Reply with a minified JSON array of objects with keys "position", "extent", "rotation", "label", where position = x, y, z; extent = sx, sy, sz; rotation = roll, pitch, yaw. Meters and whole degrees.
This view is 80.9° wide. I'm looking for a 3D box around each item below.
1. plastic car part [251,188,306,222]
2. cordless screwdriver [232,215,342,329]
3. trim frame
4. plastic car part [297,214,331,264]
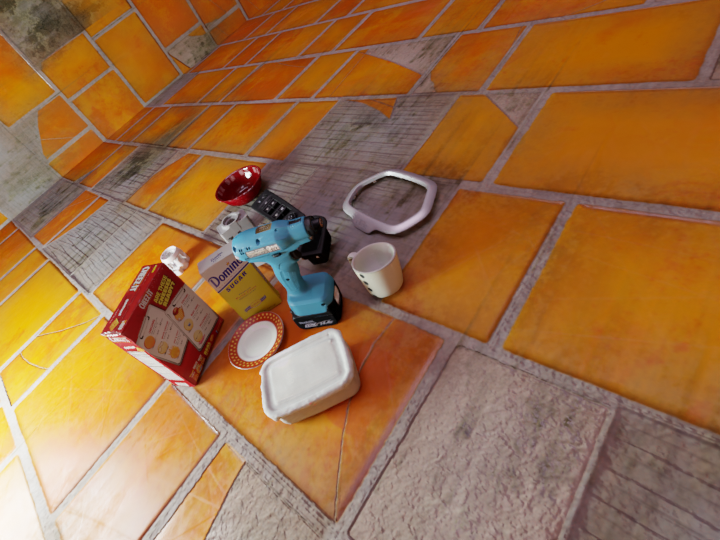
[{"position":[-0.202,-0.140,1.080],"extent":[0.066,0.063,0.215],"rotation":[-45,43,-13],"label":"plastic car part"},{"position":[-0.098,0.003,0.756],"extent":[0.163,0.236,0.076],"rotation":[-15,44,19],"label":"cordless screwdriver"},{"position":[0.061,-0.159,0.962],"extent":[0.183,0.026,0.263],"rotation":[-44,43,-11],"label":"trim frame"},{"position":[-0.091,-0.060,0.935],"extent":[0.068,0.067,0.119],"rotation":[-10,47,24],"label":"plastic car part"}]
